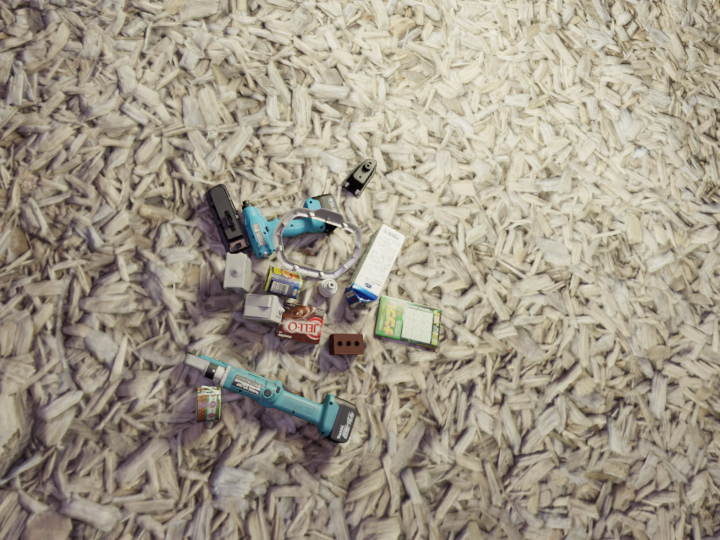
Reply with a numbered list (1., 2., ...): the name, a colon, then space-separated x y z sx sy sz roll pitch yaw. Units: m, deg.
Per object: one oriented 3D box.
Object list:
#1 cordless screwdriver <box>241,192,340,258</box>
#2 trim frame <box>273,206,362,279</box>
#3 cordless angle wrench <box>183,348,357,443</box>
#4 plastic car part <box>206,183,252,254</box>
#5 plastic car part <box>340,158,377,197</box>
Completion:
1. cordless screwdriver: -0.186 -0.145 1.126 0.245 0.074 0.161 -21 81 -13
2. trim frame: -0.107 -0.070 1.091 0.239 0.029 0.183 17 101 -21
3. cordless angle wrench: -0.219 0.288 1.002 0.421 0.074 0.098 23 72 -2
4. plastic car part: -0.349 -0.138 1.099 0.065 0.066 0.207 -22 78 -11
5. plastic car part: 0.007 -0.277 1.203 0.066 0.071 0.116 36 74 -4
